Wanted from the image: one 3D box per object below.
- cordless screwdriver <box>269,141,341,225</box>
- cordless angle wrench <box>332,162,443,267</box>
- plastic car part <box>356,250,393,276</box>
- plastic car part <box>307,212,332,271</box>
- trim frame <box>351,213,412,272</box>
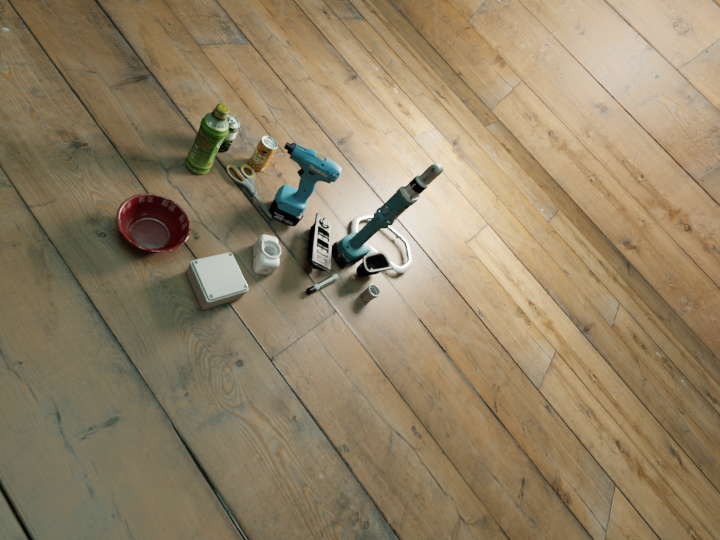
[{"bbox_3d":[-0.180,-0.237,1.160,0.154,0.252,0.076,29,47,-19],"label":"cordless screwdriver"},{"bbox_3d":[0.066,-0.144,1.137,0.094,0.428,0.076,-20,75,-44],"label":"cordless angle wrench"},{"bbox_3d":[0.029,-0.010,1.265,0.112,0.072,0.068,-13,68,-41],"label":"plastic car part"},{"bbox_3d":[-0.119,-0.078,1.214,0.064,0.068,0.208,22,48,-23],"label":"plastic car part"},{"bbox_3d":[0.072,-0.092,1.389,0.246,0.028,0.184,38,44,-5],"label":"trim frame"}]
